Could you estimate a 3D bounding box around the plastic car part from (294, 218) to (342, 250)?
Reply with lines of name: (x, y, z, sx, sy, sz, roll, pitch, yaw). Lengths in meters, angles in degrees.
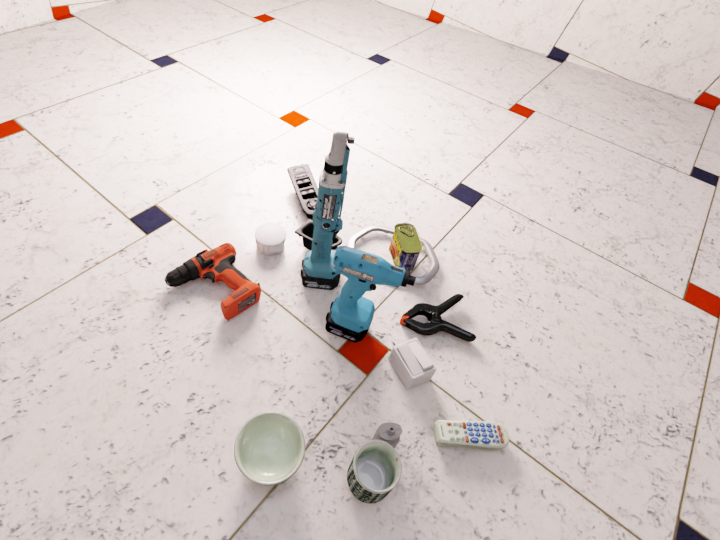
plastic car part: (-0.107, -0.070, 1.093, 0.121, 0.069, 0.065, 32, 52, 19)

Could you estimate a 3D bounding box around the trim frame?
trim frame: (0.084, -0.042, 1.118, 0.253, 0.027, 0.185, 17, 50, 9)

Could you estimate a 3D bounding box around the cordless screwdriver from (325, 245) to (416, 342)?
cordless screwdriver: (0.011, 0.058, 0.879, 0.162, 0.243, 0.075, 19, 49, 6)

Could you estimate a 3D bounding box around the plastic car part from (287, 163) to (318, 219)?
plastic car part: (-0.157, -0.220, 1.220, 0.065, 0.065, 0.213, -11, 51, -18)

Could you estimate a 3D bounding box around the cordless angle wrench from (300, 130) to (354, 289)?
cordless angle wrench: (-0.070, -0.113, 0.907, 0.097, 0.413, 0.076, 8, 49, -5)
